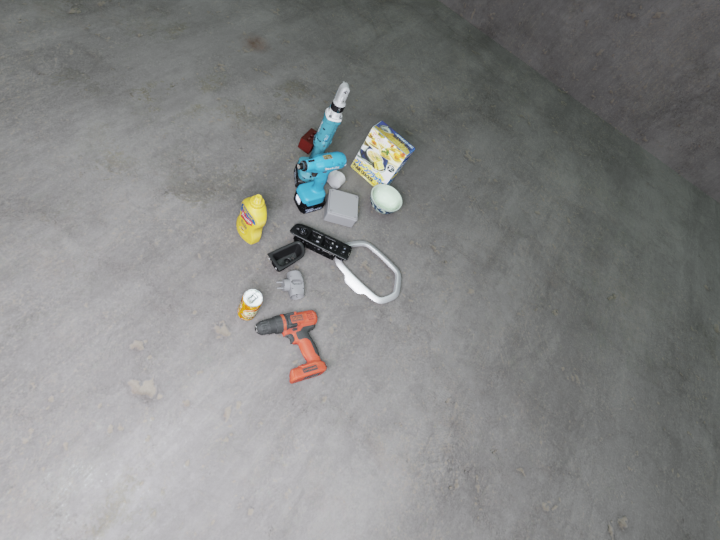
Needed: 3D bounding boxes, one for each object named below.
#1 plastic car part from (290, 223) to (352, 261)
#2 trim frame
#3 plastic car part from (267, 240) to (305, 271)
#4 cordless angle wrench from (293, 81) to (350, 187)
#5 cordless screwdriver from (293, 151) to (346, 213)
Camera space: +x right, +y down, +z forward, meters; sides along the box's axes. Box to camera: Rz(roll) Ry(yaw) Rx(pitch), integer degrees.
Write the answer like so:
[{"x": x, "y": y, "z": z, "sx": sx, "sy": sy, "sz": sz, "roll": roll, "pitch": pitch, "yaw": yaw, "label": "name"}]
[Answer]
[{"x": -0.132, "y": -0.086, "z": 1.352, "sx": 0.202, "sy": 0.067, "sz": 0.067, "roll": 28, "pitch": 54, "yaw": -3, "label": "plastic car part"}, {"x": 0.027, "y": 0.001, "z": 1.383, "sx": 0.253, "sy": 0.027, "sz": 0.181, "roll": 43, "pitch": 55, "yaw": 8, "label": "trim frame"}, {"x": -0.224, "y": -0.035, "z": 1.282, "sx": 0.113, "sy": 0.071, "sz": 0.068, "roll": -30, "pitch": 76, "yaw": -33, "label": "plastic car part"}, {"x": -0.120, "y": -0.416, "z": 1.341, "sx": 0.072, "sy": 0.424, "sz": 0.101, "roll": 4, "pitch": 61, "yaw": -24, "label": "cordless angle wrench"}, {"x": -0.156, "y": -0.279, "z": 1.350, "sx": 0.154, "sy": 0.249, "sz": 0.077, "roll": -17, "pitch": 71, "yaw": -31, "label": "cordless screwdriver"}]
